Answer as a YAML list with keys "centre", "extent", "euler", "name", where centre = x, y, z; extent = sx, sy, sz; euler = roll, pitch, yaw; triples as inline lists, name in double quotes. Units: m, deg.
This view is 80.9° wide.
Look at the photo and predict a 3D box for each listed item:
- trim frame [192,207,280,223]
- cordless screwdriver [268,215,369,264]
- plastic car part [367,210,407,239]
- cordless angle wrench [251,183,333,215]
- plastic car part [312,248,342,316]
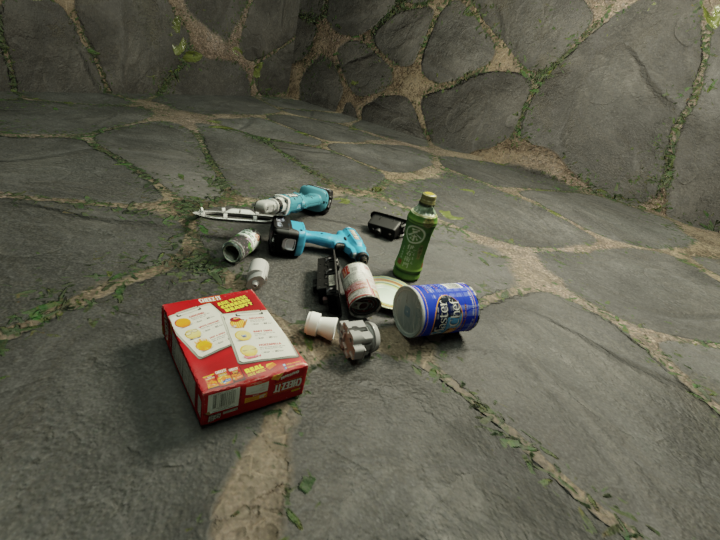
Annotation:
- centre: [-0.328, -0.151, 1.150]
  extent: [0.244, 0.027, 0.189]
  euler: [1, 12, -12]
  name: "trim frame"
- centre: [-0.105, -0.068, 1.071]
  extent: [0.241, 0.073, 0.166]
  euler: [5, 27, -19]
  name: "cordless screwdriver"
- centre: [0.071, -0.127, 1.262]
  extent: [0.121, 0.064, 0.070]
  euler: [19, 42, 20]
  name: "plastic car part"
- centre: [-0.180, -0.188, 1.165]
  extent: [0.100, 0.073, 0.417]
  euler: [17, 16, 10]
  name: "cordless angle wrench"
- centre: [-0.071, 0.022, 0.937]
  extent: [0.068, 0.064, 0.208]
  euler: [-13, 29, 7]
  name: "plastic car part"
